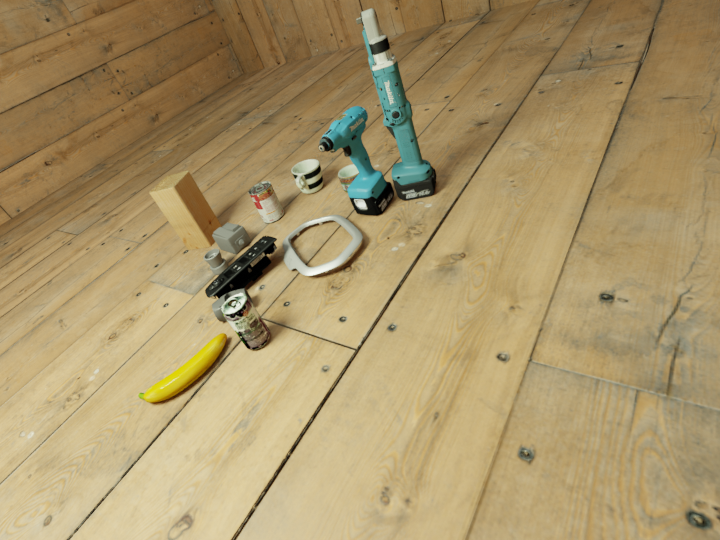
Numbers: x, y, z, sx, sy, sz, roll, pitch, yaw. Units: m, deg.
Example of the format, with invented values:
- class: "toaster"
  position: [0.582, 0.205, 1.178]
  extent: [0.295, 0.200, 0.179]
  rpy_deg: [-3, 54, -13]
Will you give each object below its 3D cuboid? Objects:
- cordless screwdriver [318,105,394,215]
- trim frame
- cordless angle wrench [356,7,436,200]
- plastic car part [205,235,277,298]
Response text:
- class: "cordless screwdriver"
  position: [-0.012, -0.235, 0.981]
  extent: [0.078, 0.238, 0.158]
  rpy_deg: [9, 45, 38]
- class: "trim frame"
  position: [-0.097, -0.064, 0.995]
  extent: [0.183, 0.026, 0.262]
  rpy_deg: [-31, 36, -9]
- class: "cordless angle wrench"
  position: [0.079, -0.352, 0.933]
  extent: [0.101, 0.404, 0.075]
  rpy_deg: [-8, 36, 21]
- class: "plastic car part"
  position: [-0.272, 0.002, 0.981]
  extent: [0.200, 0.064, 0.070]
  rpy_deg: [-42, 39, -23]
